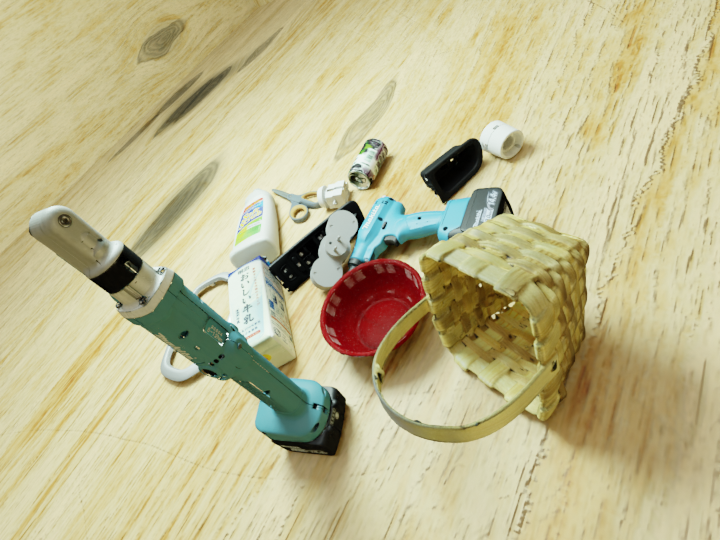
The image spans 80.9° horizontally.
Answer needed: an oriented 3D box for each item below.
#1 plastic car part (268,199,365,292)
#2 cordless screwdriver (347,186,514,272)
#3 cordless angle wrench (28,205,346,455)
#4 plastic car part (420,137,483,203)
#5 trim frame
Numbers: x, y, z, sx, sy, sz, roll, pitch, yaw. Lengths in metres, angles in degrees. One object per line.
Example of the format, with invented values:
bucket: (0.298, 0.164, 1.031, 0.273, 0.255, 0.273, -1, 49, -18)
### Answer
plastic car part: (-0.077, -0.051, 0.791, 0.203, 0.065, 0.069, -40, 14, -1)
cordless screwdriver: (0.096, -0.049, 0.653, 0.262, 0.070, 0.159, 5, 55, 43)
cordless angle wrench: (-0.148, 0.083, 0.443, 0.101, 0.401, 0.075, -9, 46, 29)
plastic car part: (0.154, -0.182, 0.749, 0.116, 0.063, 0.074, -42, 26, -11)
trim frame: (-0.309, 0.102, 0.834, 0.190, 0.026, 0.255, -15, 47, 23)
